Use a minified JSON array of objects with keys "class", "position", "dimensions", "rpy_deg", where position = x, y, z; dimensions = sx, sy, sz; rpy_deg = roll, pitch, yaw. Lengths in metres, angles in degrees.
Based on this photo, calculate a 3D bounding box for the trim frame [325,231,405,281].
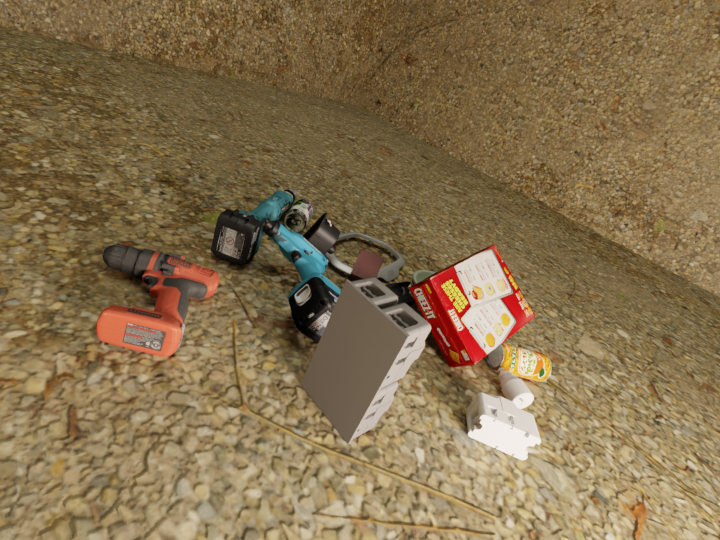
[{"class":"trim frame","position":[0.008,-0.036,1.013],"dimensions":[0.193,0.027,0.240],"rpy_deg":[33,27,24]}]

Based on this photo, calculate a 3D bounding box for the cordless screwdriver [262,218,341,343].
[{"class":"cordless screwdriver","position":[-0.100,0.007,0.746],"dimensions":[0.151,0.075,0.260],"rpy_deg":[42,11,-34]}]

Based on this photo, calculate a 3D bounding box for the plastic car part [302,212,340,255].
[{"class":"plastic car part","position":[-0.089,-0.058,0.906],"dimensions":[0.069,0.117,0.067],"rpy_deg":[41,22,-19]}]

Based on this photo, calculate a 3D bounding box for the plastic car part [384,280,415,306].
[{"class":"plastic car part","position":[0.044,0.062,0.819],"dimensions":[0.195,0.066,0.070],"rpy_deg":[-14,54,-49]}]

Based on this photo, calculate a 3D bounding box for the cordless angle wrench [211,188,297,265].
[{"class":"cordless angle wrench","position":[-0.211,-0.133,0.971],"dimensions":[0.075,0.097,0.425],"rpy_deg":[20,24,0]}]
